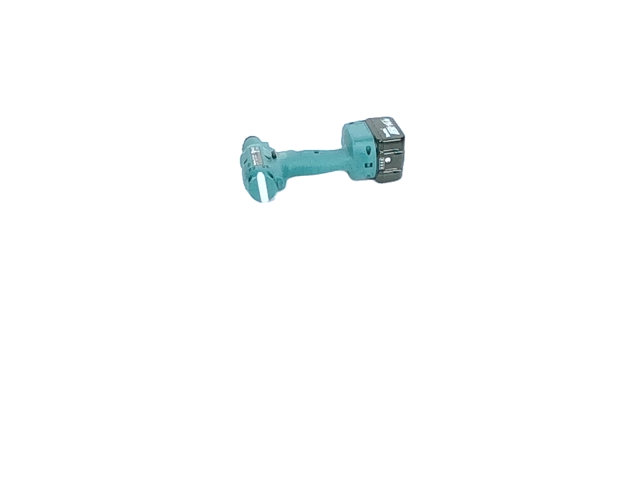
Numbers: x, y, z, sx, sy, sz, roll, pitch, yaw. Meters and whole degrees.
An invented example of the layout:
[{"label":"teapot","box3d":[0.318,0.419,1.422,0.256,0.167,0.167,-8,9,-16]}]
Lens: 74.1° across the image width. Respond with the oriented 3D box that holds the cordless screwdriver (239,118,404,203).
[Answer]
[{"label":"cordless screwdriver","box3d":[-0.003,-0.138,0.669,0.248,0.074,0.159,-11,40,-7]}]
